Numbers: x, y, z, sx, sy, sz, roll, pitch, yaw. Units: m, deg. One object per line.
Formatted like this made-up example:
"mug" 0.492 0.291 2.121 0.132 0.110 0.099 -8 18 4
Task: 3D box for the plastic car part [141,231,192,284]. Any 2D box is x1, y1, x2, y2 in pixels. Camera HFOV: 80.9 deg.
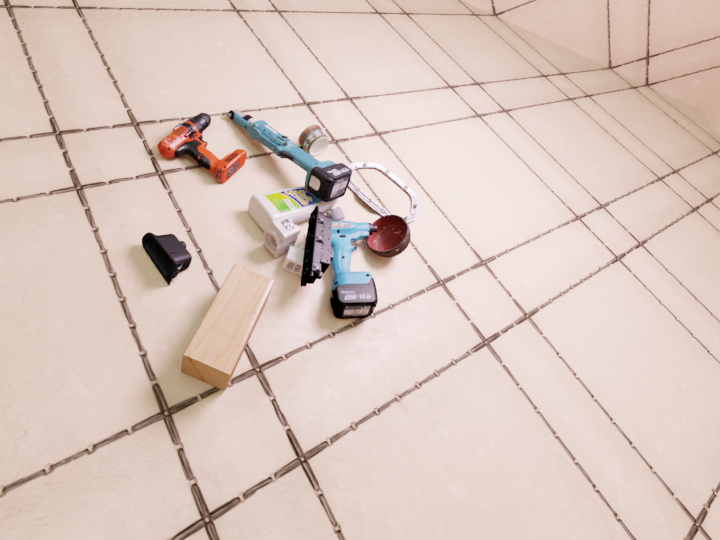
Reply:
"plastic car part" -0.393 -0.039 0.877 0.068 0.066 0.121 -17 60 -49

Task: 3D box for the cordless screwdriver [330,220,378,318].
"cordless screwdriver" -0.013 -0.016 0.979 0.156 0.073 0.259 -6 55 -13

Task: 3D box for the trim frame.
"trim frame" 0.064 -0.230 1.210 0.254 0.027 0.181 43 53 10

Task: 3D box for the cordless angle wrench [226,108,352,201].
"cordless angle wrench" -0.207 -0.327 1.116 0.442 0.073 0.095 38 42 24

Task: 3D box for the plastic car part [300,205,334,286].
"plastic car part" -0.091 -0.060 0.931 0.065 0.066 0.209 7 52 -15
